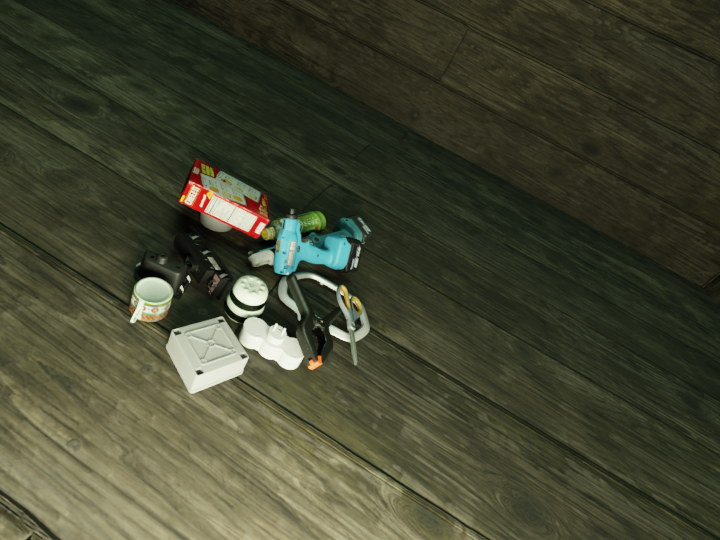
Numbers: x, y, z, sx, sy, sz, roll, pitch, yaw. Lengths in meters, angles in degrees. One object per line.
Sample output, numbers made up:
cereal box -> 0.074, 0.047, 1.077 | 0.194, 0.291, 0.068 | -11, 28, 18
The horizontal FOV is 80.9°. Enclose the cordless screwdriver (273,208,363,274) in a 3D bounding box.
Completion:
cordless screwdriver -> -0.107, -0.070, 1.090 | 0.237, 0.158, 0.078 | 2, 11, -41

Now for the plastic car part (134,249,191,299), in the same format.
plastic car part -> -0.412, -0.002, 0.882 | 0.115, 0.071, 0.067 | 26, 31, -9

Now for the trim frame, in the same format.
trim frame -> -0.088, 0.084, 1.031 | 0.251, 0.027, 0.183 | 31, 31, 3

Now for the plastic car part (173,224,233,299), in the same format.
plastic car part -> -0.363, -0.024, 0.943 | 0.064, 0.066, 0.213 | 2, 38, -48

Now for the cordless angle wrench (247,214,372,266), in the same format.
cordless angle wrench -> -0.133, -0.072, 1.176 | 0.408, 0.075, 0.101 | -21, 67, -45
